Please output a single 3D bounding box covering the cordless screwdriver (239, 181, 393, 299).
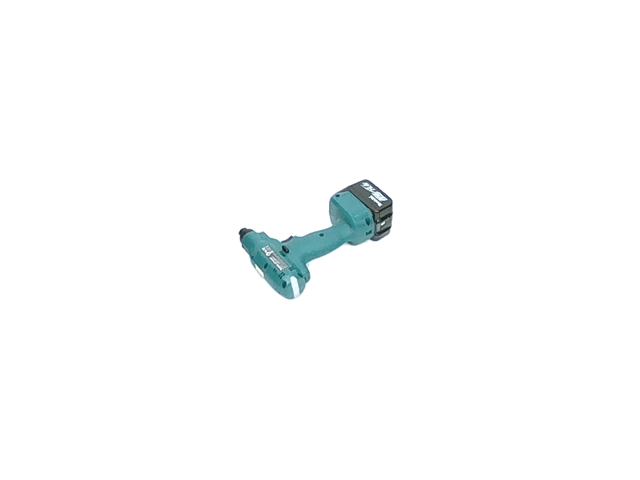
[{"bbox_3d":[-0.006,-0.018,0.725,0.247,0.074,0.159,-32,53,-21],"label":"cordless screwdriver"}]
